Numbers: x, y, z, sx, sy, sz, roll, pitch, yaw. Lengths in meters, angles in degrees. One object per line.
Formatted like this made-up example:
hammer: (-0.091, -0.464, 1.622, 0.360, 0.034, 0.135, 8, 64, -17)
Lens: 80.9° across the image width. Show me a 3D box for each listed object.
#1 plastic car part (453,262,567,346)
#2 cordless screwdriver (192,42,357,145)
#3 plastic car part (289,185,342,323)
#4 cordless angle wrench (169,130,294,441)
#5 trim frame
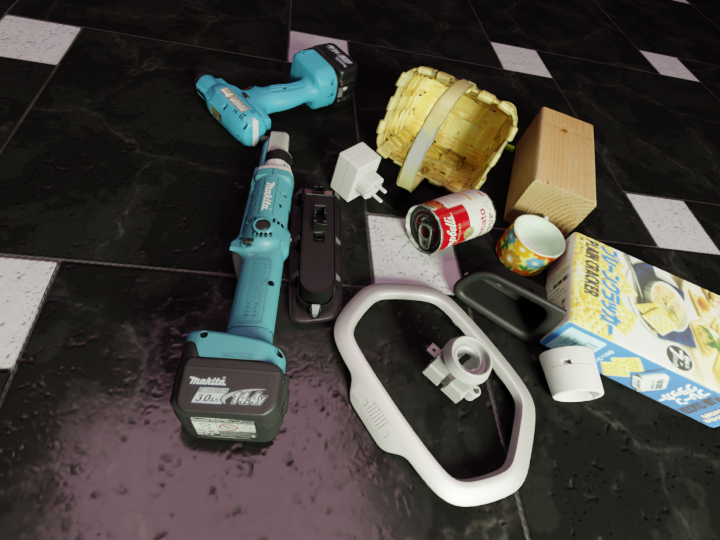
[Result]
plastic car part: (0.185, 0.026, 0.531, 0.120, 0.065, 0.070, 33, 38, 14)
cordless screwdriver: (-0.136, -0.303, 0.689, 0.244, 0.073, 0.165, -34, 68, -28)
plastic car part: (-0.050, -0.033, 0.515, 0.065, 0.066, 0.209, 7, 56, -13)
cordless angle wrench: (-0.115, -0.034, 0.495, 0.098, 0.072, 0.436, 2, 50, -4)
trim frame: (0.077, 0.115, 0.456, 0.179, 0.027, 0.258, -24, 64, -29)
